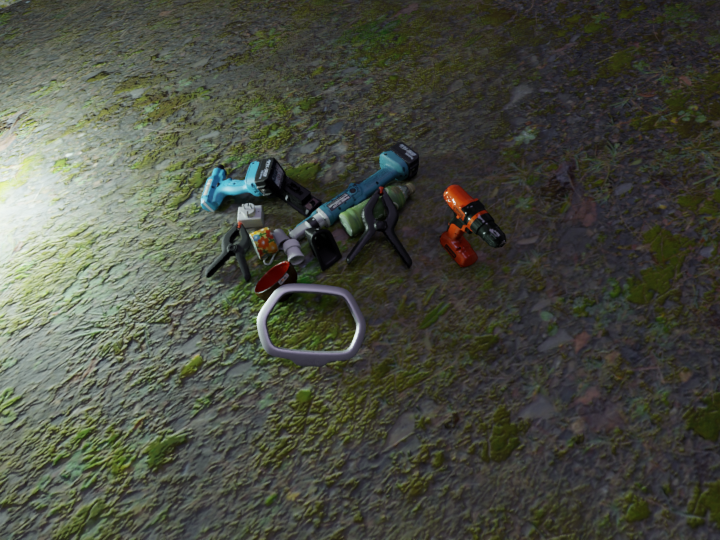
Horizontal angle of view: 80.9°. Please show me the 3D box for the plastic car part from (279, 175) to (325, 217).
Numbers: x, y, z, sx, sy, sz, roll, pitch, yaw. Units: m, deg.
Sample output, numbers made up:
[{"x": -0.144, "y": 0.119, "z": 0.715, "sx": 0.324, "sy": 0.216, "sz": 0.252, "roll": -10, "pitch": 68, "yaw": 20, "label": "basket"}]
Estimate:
[{"x": -0.199, "y": -0.227, "z": 1.201, "sx": 0.213, "sy": 0.064, "sz": 0.066, "roll": 35, "pitch": 74, "yaw": 26, "label": "plastic car part"}]

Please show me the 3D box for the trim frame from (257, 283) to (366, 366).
[{"x": -0.109, "y": 0.123, "z": 0.957, "sx": 0.245, "sy": 0.027, "sz": 0.186, "roll": 4, "pitch": 77, "yaw": -9, "label": "trim frame"}]

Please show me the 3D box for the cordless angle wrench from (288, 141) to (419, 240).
[{"x": -0.020, "y": -0.205, "z": 1.165, "sx": 0.419, "sy": 0.072, "sz": 0.102, "roll": -37, "pitch": 63, "yaw": -14, "label": "cordless angle wrench"}]

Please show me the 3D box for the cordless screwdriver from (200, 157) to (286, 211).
[{"x": -0.333, "y": -0.260, "z": 1.195, "sx": 0.257, "sy": 0.070, "sz": 0.163, "roll": -9, "pitch": 57, "yaw": 23, "label": "cordless screwdriver"}]

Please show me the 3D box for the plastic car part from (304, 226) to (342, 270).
[{"x": -0.105, "y": -0.069, "z": 1.071, "sx": 0.065, "sy": 0.111, "sz": 0.075, "roll": -37, "pitch": 40, "yaw": -19, "label": "plastic car part"}]
